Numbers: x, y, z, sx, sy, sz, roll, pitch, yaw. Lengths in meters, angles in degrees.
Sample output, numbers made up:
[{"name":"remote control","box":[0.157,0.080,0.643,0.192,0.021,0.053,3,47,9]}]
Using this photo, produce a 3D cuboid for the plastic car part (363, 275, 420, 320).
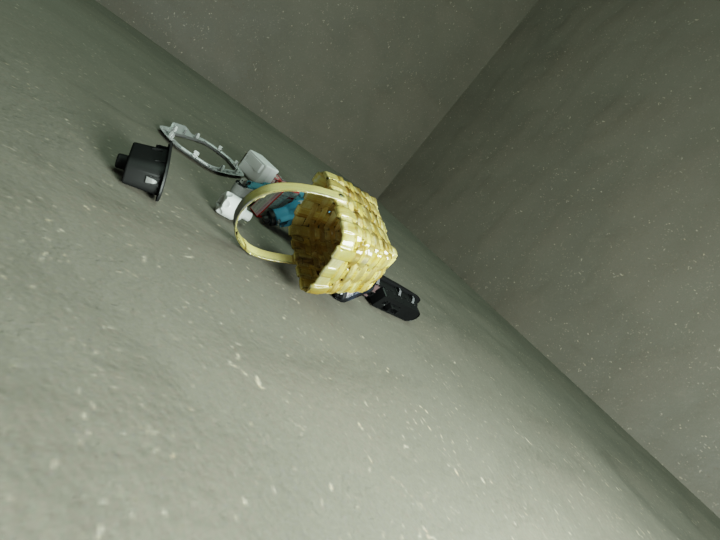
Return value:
[{"name":"plastic car part","box":[0.071,0.064,0.913,0.191,0.067,0.070,25,29,-46]}]

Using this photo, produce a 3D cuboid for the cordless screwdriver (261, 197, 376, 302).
[{"name":"cordless screwdriver","box":[-0.080,-0.052,0.817,0.155,0.072,0.262,-16,50,-23]}]

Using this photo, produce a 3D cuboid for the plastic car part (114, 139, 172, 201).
[{"name":"plastic car part","box":[-0.316,-0.152,0.615,0.068,0.065,0.122,15,25,-25]}]

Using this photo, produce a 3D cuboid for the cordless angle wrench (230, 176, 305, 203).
[{"name":"cordless angle wrench","box":[-0.173,-0.172,1.029,0.077,0.098,0.408,43,18,16]}]

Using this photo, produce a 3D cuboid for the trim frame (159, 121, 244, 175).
[{"name":"trim frame","box":[-0.367,-0.285,0.998,0.187,0.027,0.244,39,14,6]}]
